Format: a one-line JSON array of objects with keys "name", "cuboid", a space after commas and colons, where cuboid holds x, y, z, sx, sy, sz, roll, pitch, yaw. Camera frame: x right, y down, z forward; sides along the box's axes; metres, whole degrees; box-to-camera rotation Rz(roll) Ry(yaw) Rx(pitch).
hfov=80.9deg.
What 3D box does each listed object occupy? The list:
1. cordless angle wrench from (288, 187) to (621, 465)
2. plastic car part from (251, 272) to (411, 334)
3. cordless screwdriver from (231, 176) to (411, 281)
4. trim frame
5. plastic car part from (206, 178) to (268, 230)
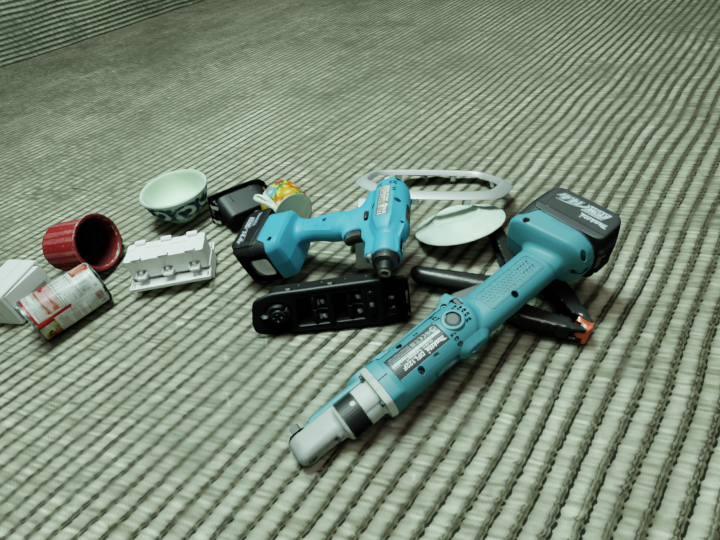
[{"name": "cordless angle wrench", "cuboid": [0.101, 0.063, 0.461, 0.419, 0.071, 0.103, -37, 52, -11]}, {"name": "plastic car part", "cuboid": [-0.043, 0.037, 0.549, 0.203, 0.064, 0.069, -10, 33, 0]}, {"name": "cordless screwdriver", "cuboid": [-0.056, -0.036, 0.568, 0.256, 0.071, 0.162, -12, 42, 23]}, {"name": "trim frame", "cuboid": [0.117, -0.139, 0.688, 0.250, 0.027, 0.188, -1, 27, 3]}, {"name": "plastic car part", "cuboid": [-0.199, -0.110, 0.742, 0.114, 0.064, 0.074, -26, 61, -22]}]
